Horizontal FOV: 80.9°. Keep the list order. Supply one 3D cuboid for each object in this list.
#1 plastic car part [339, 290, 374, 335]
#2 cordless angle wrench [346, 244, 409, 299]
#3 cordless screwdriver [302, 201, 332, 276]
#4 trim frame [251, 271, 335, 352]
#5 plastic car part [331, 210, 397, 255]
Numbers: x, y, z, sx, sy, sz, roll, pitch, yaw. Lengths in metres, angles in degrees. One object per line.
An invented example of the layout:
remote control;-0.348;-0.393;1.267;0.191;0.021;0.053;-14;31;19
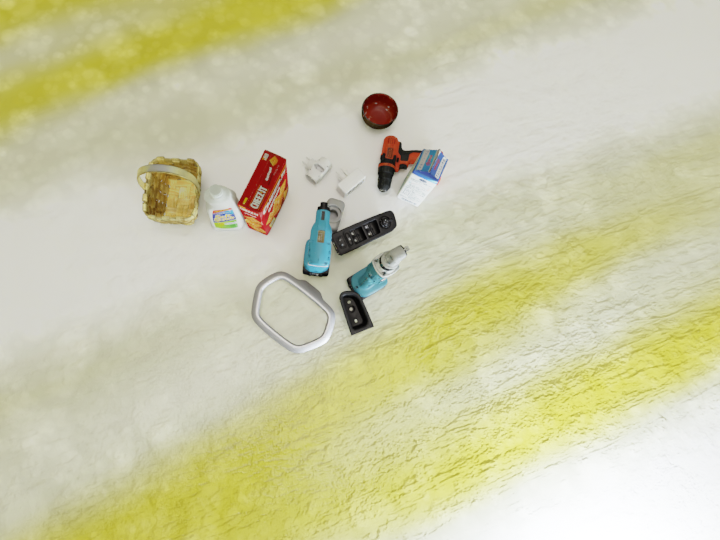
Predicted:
plastic car part;-0.019;0.112;1.160;0.065;0.070;0.118;-20;80;-9
cordless angle wrench;0.041;0.003;1.010;0.097;0.421;0.075;-29;85;-12
cordless screwdriver;-0.108;-0.071;1.109;0.074;0.248;0.161;6;78;-7
trim frame;-0.187;0.114;1.174;0.251;0.027;0.184;37;78;6
plastic car part;0.012;-0.107;1.216;0.201;0.066;0.067;-26;82;-9
